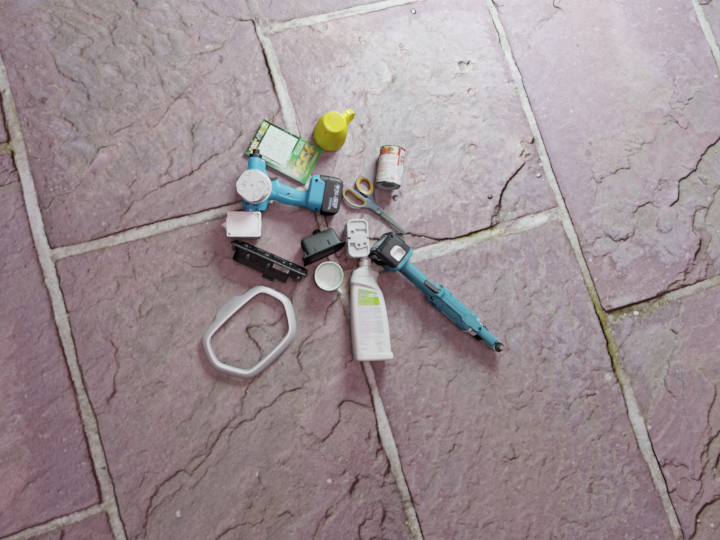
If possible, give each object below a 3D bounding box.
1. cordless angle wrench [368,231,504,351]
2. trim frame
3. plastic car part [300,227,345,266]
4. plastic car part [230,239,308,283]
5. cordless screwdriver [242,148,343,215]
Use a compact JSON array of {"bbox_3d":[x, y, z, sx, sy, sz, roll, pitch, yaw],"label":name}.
[{"bbox_3d":[0.203,0.067,1.078,0.419,0.099,0.074,41,80,-5],"label":"cordless angle wrench"},{"bbox_3d":[-0.272,0.150,1.043,0.247,0.028,0.184,-44,91,-7],"label":"trim frame"},{"bbox_3d":[-0.105,-0.069,1.074,0.115,0.065,0.073,-27,75,-13],"label":"plastic car part"},{"bbox_3d":[-0.234,-0.018,1.053,0.201,0.067,0.067,28,107,-4],"label":"plastic car part"},{"bbox_3d":[-0.169,-0.218,1.065,0.248,0.075,0.159,4,93,-3],"label":"cordless screwdriver"}]
